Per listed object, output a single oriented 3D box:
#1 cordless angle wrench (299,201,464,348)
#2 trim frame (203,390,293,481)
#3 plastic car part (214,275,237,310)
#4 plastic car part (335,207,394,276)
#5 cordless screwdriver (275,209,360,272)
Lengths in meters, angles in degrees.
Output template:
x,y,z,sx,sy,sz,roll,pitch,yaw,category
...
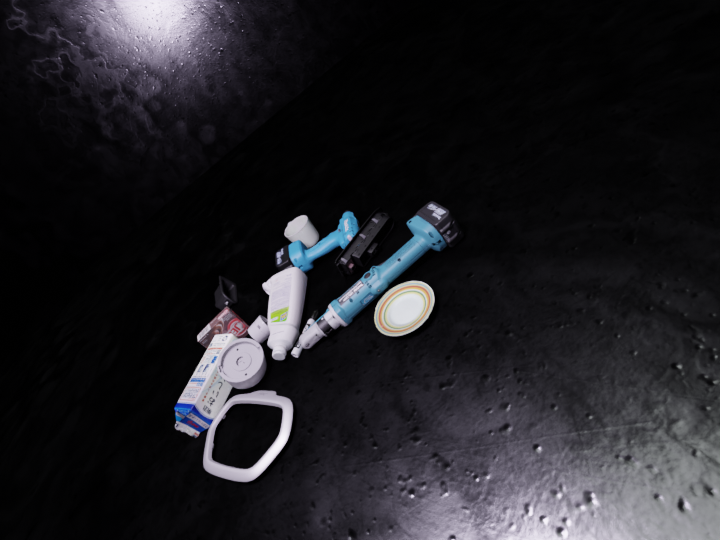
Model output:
x,y,z,sx,sy,sz,roll,pitch,yaw,category
0.030,0.025,0.913,0.423,0.071,0.103,-42,32,3,cordless angle wrench
-0.232,0.327,0.861,0.258,0.026,0.186,-13,43,38,trim frame
-0.427,0.083,1.320,0.071,0.063,0.122,-49,33,15,plastic car part
0.019,-0.073,1.041,0.071,0.063,0.203,12,59,41,plastic car part
-0.114,-0.075,1.171,0.252,0.071,0.165,-27,35,14,cordless screwdriver
